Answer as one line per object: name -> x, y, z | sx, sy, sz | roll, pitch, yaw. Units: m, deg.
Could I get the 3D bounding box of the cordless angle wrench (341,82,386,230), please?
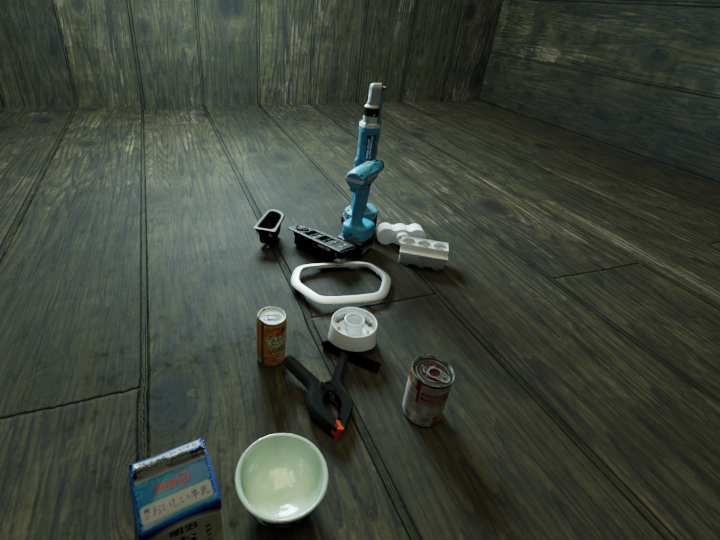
cordless angle wrench -> 0.014, -0.298, 1.172 | 0.095, 0.413, 0.078 | -4, 33, -18

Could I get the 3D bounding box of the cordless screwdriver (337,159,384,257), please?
cordless screwdriver -> 0.008, -0.170, 1.131 | 0.077, 0.243, 0.156 | 21, 34, 20

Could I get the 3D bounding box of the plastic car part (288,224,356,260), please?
plastic car part -> -0.110, -0.072, 1.129 | 0.214, 0.065, 0.064 | 29, 39, 33

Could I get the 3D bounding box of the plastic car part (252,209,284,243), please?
plastic car part -> -0.248, -0.113, 1.174 | 0.067, 0.069, 0.118 | 10, 33, 6

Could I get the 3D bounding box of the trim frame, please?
trim frame -> -0.045, 0.025, 1.022 | 0.243, 0.027, 0.193 | -6, 34, -15
